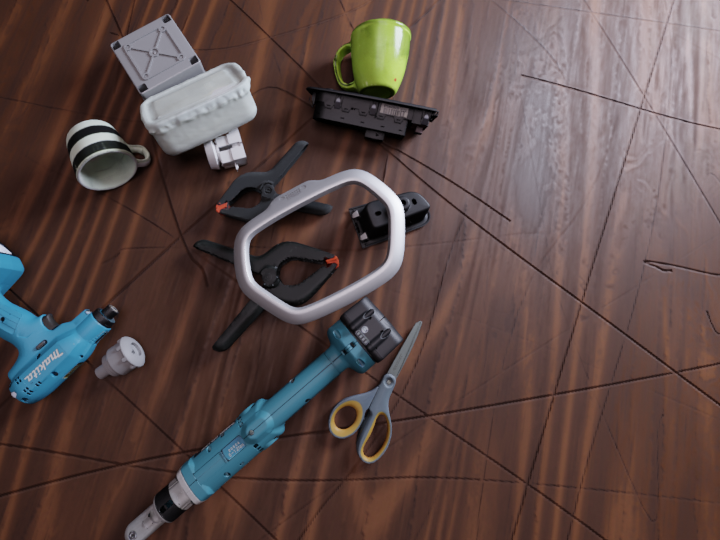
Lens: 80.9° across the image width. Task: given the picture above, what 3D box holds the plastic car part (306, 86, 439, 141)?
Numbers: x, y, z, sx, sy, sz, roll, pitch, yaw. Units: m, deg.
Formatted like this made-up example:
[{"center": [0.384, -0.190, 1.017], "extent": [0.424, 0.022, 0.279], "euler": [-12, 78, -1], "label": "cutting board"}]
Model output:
[{"center": [0.011, -0.242, 0.661], "extent": [0.204, 0.066, 0.066], "euler": [16, 104, 2], "label": "plastic car part"}]

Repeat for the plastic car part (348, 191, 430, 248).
[{"center": [0.049, -0.085, 0.617], "extent": [0.116, 0.070, 0.067], "euler": [-19, 81, -2], "label": "plastic car part"}]

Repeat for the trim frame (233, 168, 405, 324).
[{"center": [-0.057, -0.037, 0.578], "extent": [0.249, 0.027, 0.188], "euler": [-29, 78, 3], "label": "trim frame"}]

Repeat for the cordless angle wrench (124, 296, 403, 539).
[{"center": [-0.129, 0.199, 0.546], "extent": [0.422, 0.096, 0.076], "euler": [-40, 81, -5], "label": "cordless angle wrench"}]

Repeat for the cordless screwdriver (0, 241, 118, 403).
[{"center": [-0.472, 0.041, 0.590], "extent": [0.251, 0.074, 0.158], "euler": [44, 80, 4], "label": "cordless screwdriver"}]
